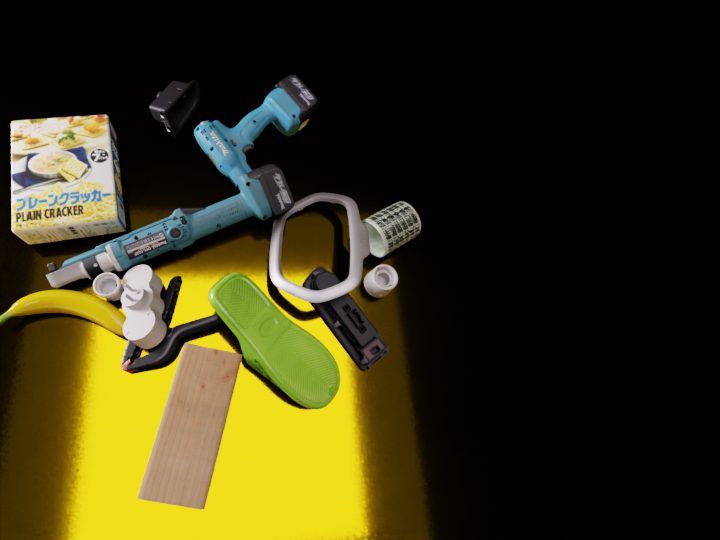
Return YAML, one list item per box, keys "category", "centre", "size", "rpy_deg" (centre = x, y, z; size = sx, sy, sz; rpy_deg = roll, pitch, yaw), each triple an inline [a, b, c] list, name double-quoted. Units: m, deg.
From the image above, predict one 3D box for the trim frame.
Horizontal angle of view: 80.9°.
- category: "trim frame"
  centre: [-0.076, -0.050, 0.778]
  size: [0.186, 0.026, 0.256]
  rpy_deg: [-7, 53, 6]

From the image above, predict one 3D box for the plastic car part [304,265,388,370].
- category: "plastic car part"
  centre: [-0.028, 0.078, 0.759]
  size: [0.065, 0.066, 0.208]
  rpy_deg: [-35, 77, -16]

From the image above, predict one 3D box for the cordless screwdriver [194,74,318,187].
- category: "cordless screwdriver"
  centre: [-0.192, -0.278, 0.860]
  size: [0.246, 0.075, 0.159]
  rpy_deg: [-39, 91, -19]

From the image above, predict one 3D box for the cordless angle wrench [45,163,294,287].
- category: "cordless angle wrench"
  centre: [-0.324, -0.070, 0.742]
  size: [0.416, 0.077, 0.096]
  rpy_deg: [-26, 105, -16]

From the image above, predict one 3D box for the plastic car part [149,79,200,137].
- category: "plastic car part"
  centre: [-0.381, -0.339, 0.855]
  size: [0.072, 0.064, 0.118]
  rpy_deg: [16, 62, 7]
